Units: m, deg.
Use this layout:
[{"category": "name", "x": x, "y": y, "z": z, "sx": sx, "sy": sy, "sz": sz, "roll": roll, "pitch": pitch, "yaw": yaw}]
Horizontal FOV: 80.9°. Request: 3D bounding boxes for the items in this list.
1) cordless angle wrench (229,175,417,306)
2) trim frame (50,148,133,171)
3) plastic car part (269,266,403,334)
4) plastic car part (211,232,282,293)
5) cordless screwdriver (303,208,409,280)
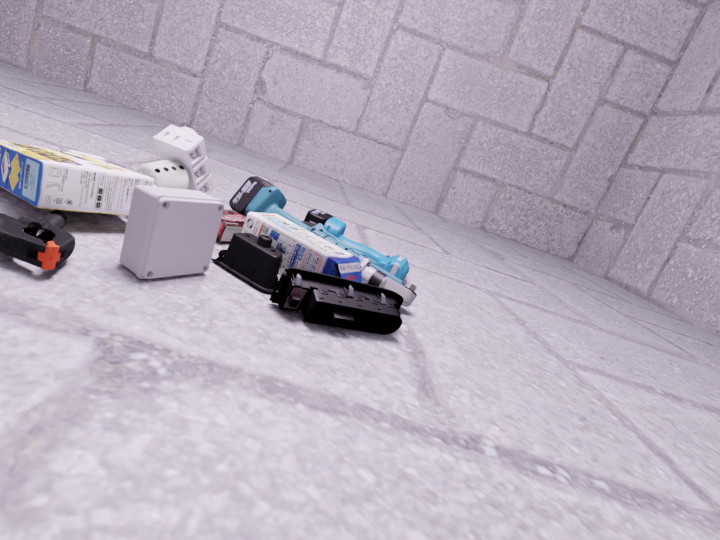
[{"category": "cordless angle wrench", "x": -0.080, "y": -0.052, "z": 0.819, "sx": 0.443, "sy": 0.098, "sz": 0.071, "roll": 33, "pitch": -11, "yaw": 26}, {"category": "trim frame", "x": -0.576, "y": -0.214, "z": 0.874, "sx": 0.181, "sy": 0.027, "sz": 0.254, "roll": 16, "pitch": 14, "yaw": -10}, {"category": "plastic car part", "x": -0.018, "y": 0.050, "z": 0.587, "sx": 0.194, "sy": 0.066, "sz": 0.070, "roll": 11, "pitch": 27, "yaw": -30}, {"category": "plastic car part", "x": -0.158, "y": -0.022, "z": 0.642, "sx": 0.122, "sy": 0.070, "sz": 0.063, "roll": 25, "pitch": 16, "yaw": 28}, {"category": "cordless screwdriver", "x": -0.008, "y": -0.052, "z": 0.934, "sx": 0.255, "sy": 0.074, "sz": 0.156, "roll": 27, "pitch": 15, "yaw": 11}]
